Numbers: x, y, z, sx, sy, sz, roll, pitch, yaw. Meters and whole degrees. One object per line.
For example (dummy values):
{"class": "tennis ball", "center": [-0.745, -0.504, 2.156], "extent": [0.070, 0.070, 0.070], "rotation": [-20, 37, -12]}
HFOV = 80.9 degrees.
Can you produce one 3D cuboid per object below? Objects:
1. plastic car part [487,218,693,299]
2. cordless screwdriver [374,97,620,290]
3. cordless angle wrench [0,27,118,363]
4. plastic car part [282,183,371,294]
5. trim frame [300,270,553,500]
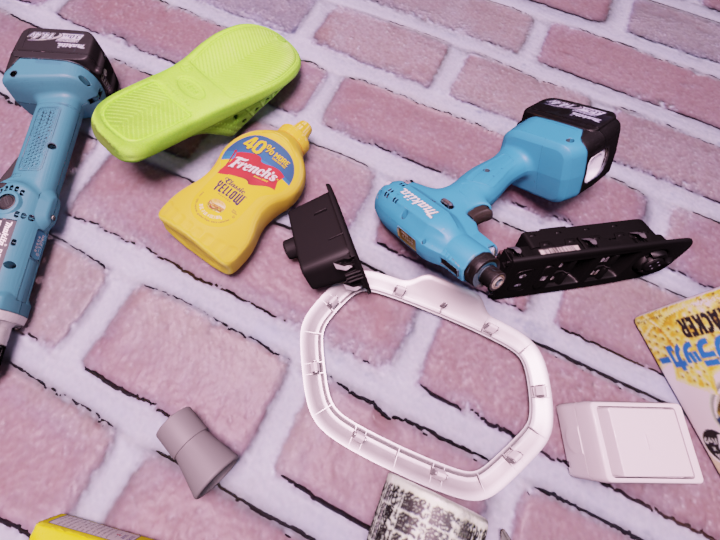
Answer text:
{"class": "plastic car part", "center": [0.230, -0.016, 0.442], "extent": [0.202, 0.064, 0.069], "rotation": [-4, 44, -4]}
{"class": "cordless screwdriver", "center": [0.156, -0.081, 0.427], "extent": [0.246, 0.071, 0.168], "rotation": [-29, 45, -13]}
{"class": "cordless angle wrench", "center": [-0.343, -0.059, 0.427], "extent": [0.097, 0.073, 0.432], "rotation": [2, 69, -4]}
{"class": "plastic car part", "center": [-0.042, -0.027, 0.428], "extent": [0.071, 0.063, 0.122], "rotation": [-24, 51, 0]}
{"class": "trim frame", "center": [0.060, 0.095, 0.400], "extent": [0.253, 0.027, 0.185], "rotation": [22, 66, 9]}
